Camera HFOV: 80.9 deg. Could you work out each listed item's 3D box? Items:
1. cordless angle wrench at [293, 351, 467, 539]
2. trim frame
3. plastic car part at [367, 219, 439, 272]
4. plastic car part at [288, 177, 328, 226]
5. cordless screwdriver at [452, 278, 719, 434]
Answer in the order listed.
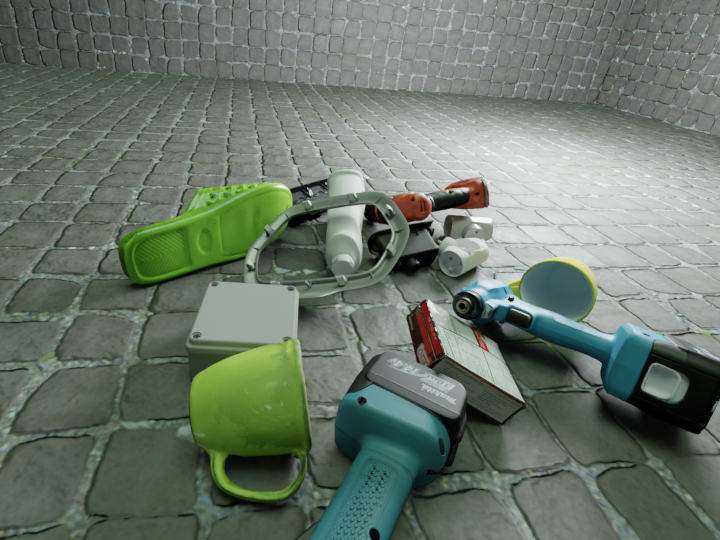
[{"bbox_3d":[-0.041,0.209,0.237,0.102,0.072,0.416,19,35,21],"label":"cordless angle wrench"},{"bbox_3d":[-0.056,-0.037,0.573,0.258,0.026,0.187,-4,53,25],"label":"trim frame"},{"bbox_3d":[0.075,-0.029,0.669,0.113,0.064,0.074,-14,50,-25],"label":"plastic car part"},{"bbox_3d":[-0.095,-0.128,0.796,0.070,0.065,0.198,31,37,19],"label":"plastic car part"},{"bbox_3d":[0.228,0.075,0.459,0.262,0.074,0.152,24,12,31],"label":"cordless screwdriver"}]
